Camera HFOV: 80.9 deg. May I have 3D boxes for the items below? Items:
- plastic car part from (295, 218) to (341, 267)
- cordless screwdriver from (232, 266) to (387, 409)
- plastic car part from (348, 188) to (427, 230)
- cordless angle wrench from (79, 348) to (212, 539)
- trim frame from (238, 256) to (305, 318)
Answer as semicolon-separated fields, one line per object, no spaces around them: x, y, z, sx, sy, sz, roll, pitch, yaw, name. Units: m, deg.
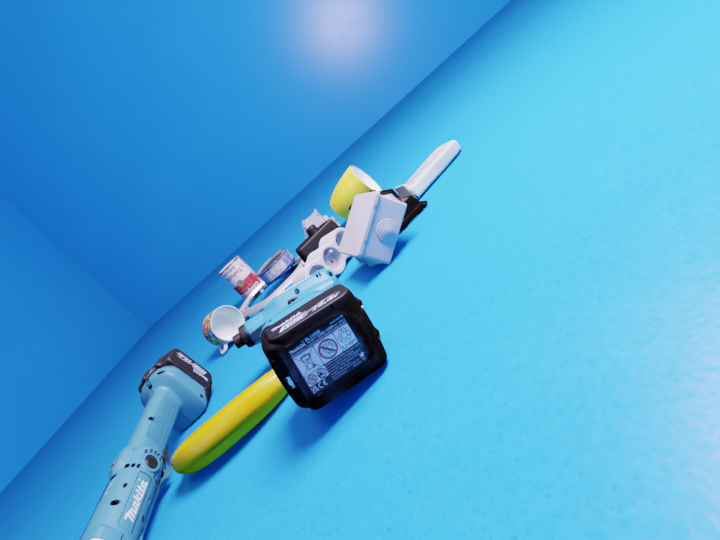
-0.079;-0.051;0.803;0.116;0.069;0.068;-49;16;-10;plastic car part
-0.075;0.067;0.465;0.158;0.073;0.254;-31;12;-7;cordless screwdriver
0.027;-0.101;0.706;0.066;0.065;0.208;-52;15;-8;plastic car part
-0.255;0.237;0.486;0.074;0.095;0.435;-45;20;6;cordless angle wrench
-0.190;0.035;0.925;0.255;0.027;0.184;-26;25;49;trim frame
